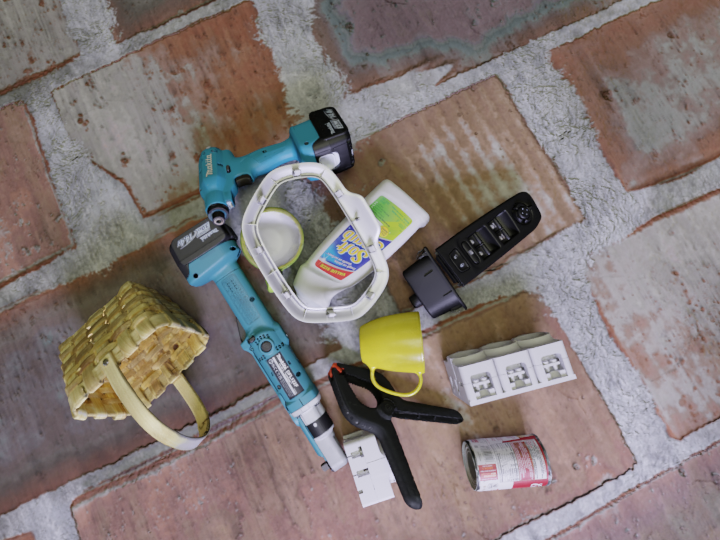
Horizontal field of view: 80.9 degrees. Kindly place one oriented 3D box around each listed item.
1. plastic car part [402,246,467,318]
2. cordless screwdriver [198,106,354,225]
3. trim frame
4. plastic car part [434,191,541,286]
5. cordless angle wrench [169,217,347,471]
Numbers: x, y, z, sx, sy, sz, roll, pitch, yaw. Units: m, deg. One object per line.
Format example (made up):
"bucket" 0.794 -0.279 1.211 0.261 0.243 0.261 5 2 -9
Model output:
"plastic car part" 0.107 0.027 0.665 0.072 0.065 0.118 -31 85 11
"cordless screwdriver" -0.133 -0.161 0.665 0.249 0.071 0.166 -17 51 0
"trim frame" -0.060 -0.039 0.612 0.182 0.028 0.247 -32 92 -14
"plastic car part" 0.197 -0.049 0.654 0.201 0.066 0.068 -35 79 -15
"cordless angle wrench" -0.144 0.114 0.653 0.098 0.073 0.428 -34 84 -3
